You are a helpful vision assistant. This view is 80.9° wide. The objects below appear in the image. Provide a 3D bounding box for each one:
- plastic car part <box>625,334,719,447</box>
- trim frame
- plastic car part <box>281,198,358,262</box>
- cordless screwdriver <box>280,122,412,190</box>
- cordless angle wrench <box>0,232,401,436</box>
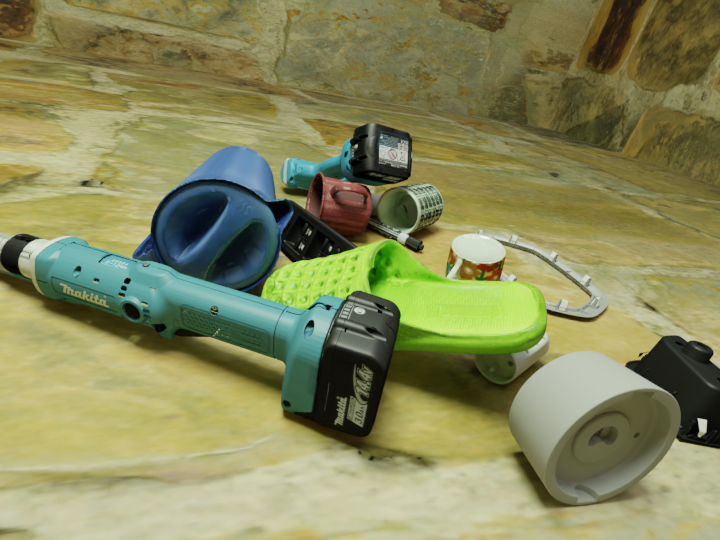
[{"bbox_3d":[0.332,0.109,0.430,0.065,0.070,0.119,11,30,-7],"label":"plastic car part"},{"bbox_3d":[0.263,-0.005,0.662,0.179,0.027,0.260,1,31,-17],"label":"trim frame"},{"bbox_3d":[-0.055,-0.036,0.559,0.064,0.066,0.215,3,26,-49],"label":"plastic car part"},{"bbox_3d":[-0.012,-0.175,0.734,0.151,0.074,0.260,5,-2,-38],"label":"cordless screwdriver"},{"bbox_3d":[-0.183,0.024,0.375,0.433,0.096,0.074,15,30,13],"label":"cordless angle wrench"}]
